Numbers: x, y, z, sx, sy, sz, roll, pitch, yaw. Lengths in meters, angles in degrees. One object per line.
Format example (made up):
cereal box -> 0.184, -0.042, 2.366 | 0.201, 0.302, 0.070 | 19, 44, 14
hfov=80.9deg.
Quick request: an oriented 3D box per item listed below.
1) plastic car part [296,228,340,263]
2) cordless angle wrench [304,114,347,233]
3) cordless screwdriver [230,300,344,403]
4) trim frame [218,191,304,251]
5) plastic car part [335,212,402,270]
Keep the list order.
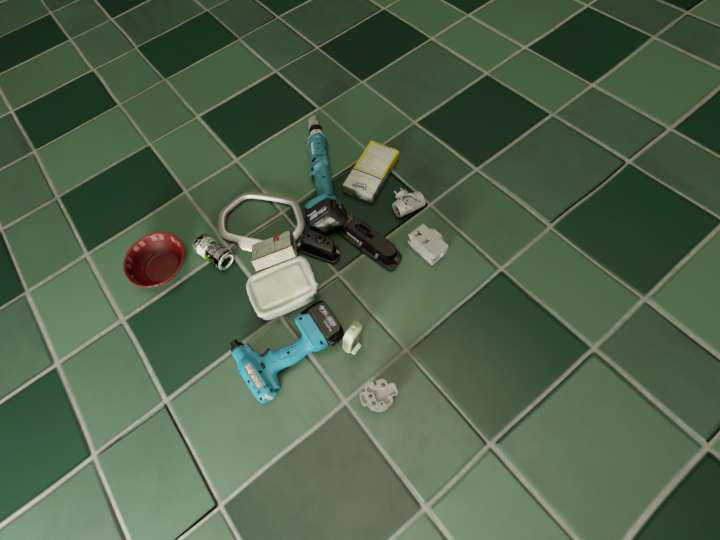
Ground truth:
plastic car part -> -0.106, -0.069, 1.087 | 0.121, 0.068, 0.066 | 21, 67, 18
cordless angle wrench -> -0.116, -0.300, 1.206 | 0.100, 0.070, 0.438 | -30, 52, 28
cordless screwdriver -> -0.170, 0.163, 0.970 | 0.247, 0.071, 0.166 | -38, 65, -10
trim frame -> -0.274, -0.135, 1.165 | 0.253, 0.027, 0.187 | 10, 63, 9
plastic car part -> 0.024, -0.084, 1.088 | 0.211, 0.065, 0.065 | 41, 65, 20
